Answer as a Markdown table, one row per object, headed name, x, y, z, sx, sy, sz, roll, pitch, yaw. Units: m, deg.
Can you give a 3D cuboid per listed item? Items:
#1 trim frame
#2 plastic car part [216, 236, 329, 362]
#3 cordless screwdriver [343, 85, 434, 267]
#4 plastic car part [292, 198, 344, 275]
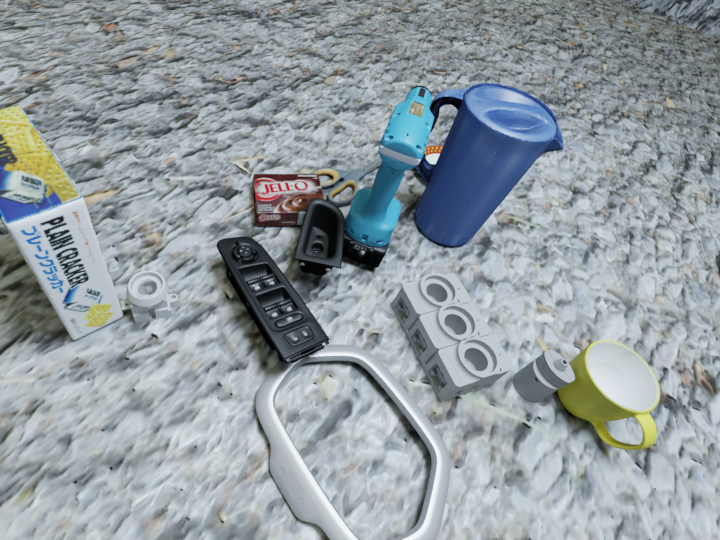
| name | x | y | z | sx | sy | sz | roll | pitch | yaw |
| --- | --- | --- | --- | --- | --- | --- | --- | --- | --- |
| trim frame | -0.011 | 0.190 | 0.477 | 0.179 | 0.027 | 0.259 | -28 | 63 | -30 |
| plastic car part | -0.123 | 0.035 | 0.549 | 0.064 | 0.066 | 0.212 | -22 | 60 | -29 |
| cordless screwdriver | 0.038 | -0.129 | 0.601 | 0.074 | 0.245 | 0.161 | 21 | 50 | -2 |
| plastic car part | -0.061 | -0.040 | 0.620 | 0.065 | 0.070 | 0.119 | 12 | 51 | -7 |
